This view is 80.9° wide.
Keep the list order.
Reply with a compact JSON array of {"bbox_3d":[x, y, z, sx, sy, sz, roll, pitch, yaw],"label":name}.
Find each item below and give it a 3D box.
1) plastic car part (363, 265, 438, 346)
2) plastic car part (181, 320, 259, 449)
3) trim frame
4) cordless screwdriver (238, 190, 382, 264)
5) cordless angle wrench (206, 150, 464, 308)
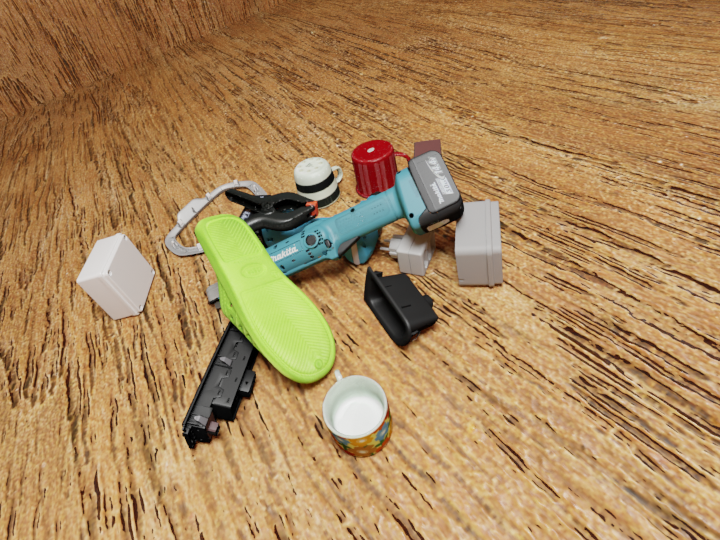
[{"bbox_3d":[0.060,0.047,0.577,0.069,0.064,0.123,-17,43,-22],"label":"plastic car part"},{"bbox_3d":[-0.171,0.129,0.566,0.068,0.064,0.208,1,45,5],"label":"plastic car part"},{"bbox_3d":[-0.304,-0.119,0.893,0.193,0.026,0.248,10,52,29],"label":"trim frame"},{"bbox_3d":[-0.082,-0.093,0.757,0.257,0.071,0.160,6,47,20],"label":"cordless screwdriver"},{"bbox_3d":[-0.063,-0.041,0.640,0.430,0.071,0.100,-24,76,16],"label":"cordless angle wrench"}]
